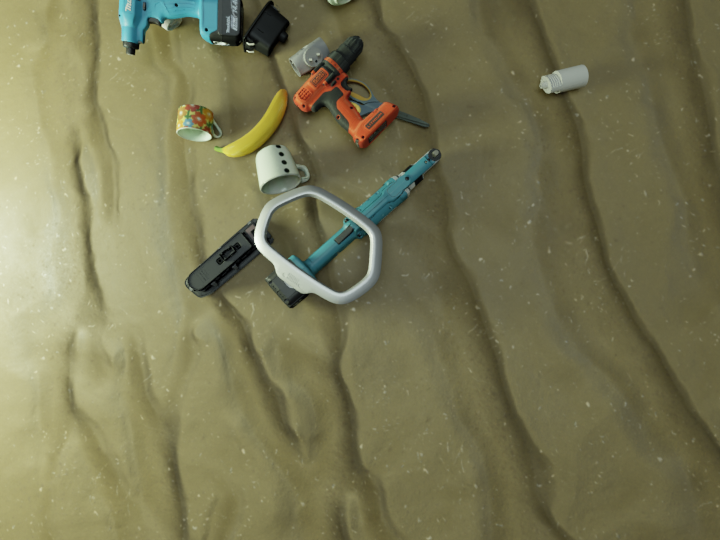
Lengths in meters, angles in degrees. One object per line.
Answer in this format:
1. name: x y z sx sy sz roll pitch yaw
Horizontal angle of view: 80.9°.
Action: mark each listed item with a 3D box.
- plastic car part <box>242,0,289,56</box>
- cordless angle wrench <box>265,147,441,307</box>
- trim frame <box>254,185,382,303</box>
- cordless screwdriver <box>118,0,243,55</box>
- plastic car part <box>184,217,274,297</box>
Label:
1. plastic car part: -0.192 -0.508 0.901 0.070 0.067 0.116 36 85 -11
2. cordless angle wrench: -0.001 -0.094 0.830 0.422 0.097 0.075 -42 86 -4
3. trim frame: -0.075 -0.049 0.769 0.252 0.027 0.184 34 79 7
4. cordless screwdriver: -0.371 -0.514 0.878 0.245 0.076 0.157 8 105 -8
5. plastic car part: -0.273 -0.020 0.857 0.203 0.067 0.066 -41 93 3
